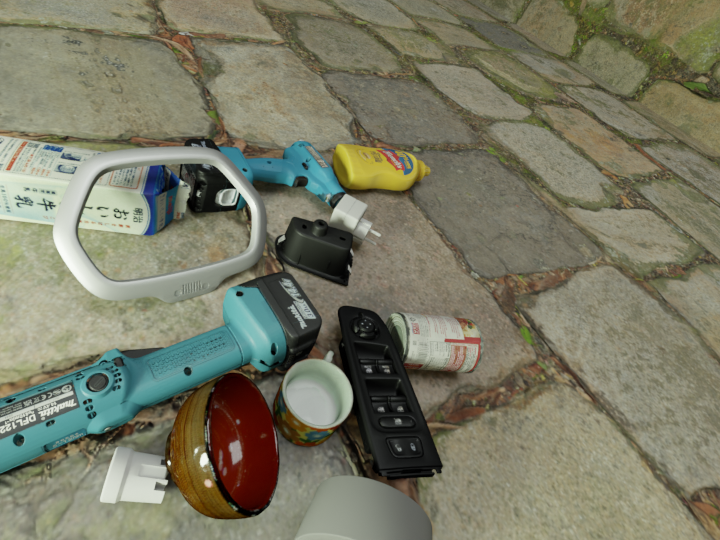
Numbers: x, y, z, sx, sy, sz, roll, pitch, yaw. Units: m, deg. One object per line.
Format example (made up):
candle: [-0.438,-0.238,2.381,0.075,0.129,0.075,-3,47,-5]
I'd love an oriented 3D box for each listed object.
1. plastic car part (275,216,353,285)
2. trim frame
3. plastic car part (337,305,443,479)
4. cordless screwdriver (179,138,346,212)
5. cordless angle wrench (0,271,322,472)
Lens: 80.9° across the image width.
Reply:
plastic car part: [-0.058,-0.038,0.590,0.115,0.070,0.067,20,42,-9]
trim frame: [-0.221,-0.057,0.502,0.239,0.028,0.184,-17,89,-40]
plastic car part: [0.017,0.125,0.458,0.065,0.066,0.212,-1,43,-16]
cordless screwdriver: [-0.141,-0.137,0.655,0.239,0.074,0.167,-15,55,-38]
cordless angle wrench: [-0.229,0.109,0.376,0.409,0.073,0.102,-20,58,-34]
